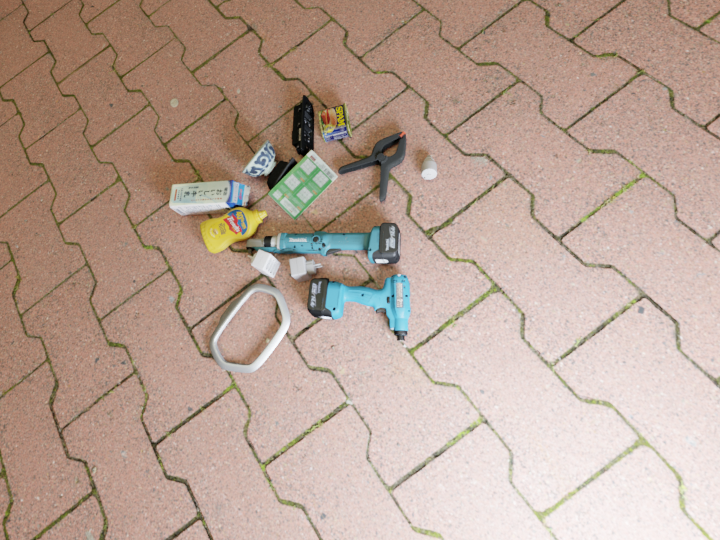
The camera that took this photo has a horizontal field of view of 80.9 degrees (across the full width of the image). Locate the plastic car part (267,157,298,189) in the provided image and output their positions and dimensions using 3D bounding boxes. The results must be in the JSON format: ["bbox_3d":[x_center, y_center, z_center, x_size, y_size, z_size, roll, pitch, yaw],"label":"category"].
[{"bbox_3d":[-0.233,-0.275,1.234,0.075,0.062,0.116,34,85,35],"label":"plastic car part"}]

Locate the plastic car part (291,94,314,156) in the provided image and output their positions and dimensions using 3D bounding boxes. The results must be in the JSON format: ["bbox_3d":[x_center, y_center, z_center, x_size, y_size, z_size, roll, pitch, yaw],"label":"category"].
[{"bbox_3d":[-0.174,-0.428,1.272,0.070,0.062,0.206,-10,68,36],"label":"plastic car part"}]

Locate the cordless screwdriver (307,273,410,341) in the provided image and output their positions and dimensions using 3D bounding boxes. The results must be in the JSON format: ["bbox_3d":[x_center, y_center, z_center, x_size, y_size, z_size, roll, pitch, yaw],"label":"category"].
[{"bbox_3d":[-0.004,0.092,1.038,0.253,0.072,0.162,-2,71,9],"label":"cordless screwdriver"}]

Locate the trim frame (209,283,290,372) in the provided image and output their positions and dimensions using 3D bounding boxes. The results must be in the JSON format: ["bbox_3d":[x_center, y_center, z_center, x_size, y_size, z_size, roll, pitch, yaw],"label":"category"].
[{"bbox_3d":[-0.292,0.150,1.113,0.191,0.026,0.248,33,83,21],"label":"trim frame"}]

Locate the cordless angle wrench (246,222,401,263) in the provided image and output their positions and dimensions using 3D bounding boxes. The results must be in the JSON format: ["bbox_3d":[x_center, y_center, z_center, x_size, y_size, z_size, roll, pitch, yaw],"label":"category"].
[{"bbox_3d":[-0.110,-0.072,1.124,0.434,0.071,0.099,1,72,16],"label":"cordless angle wrench"}]
